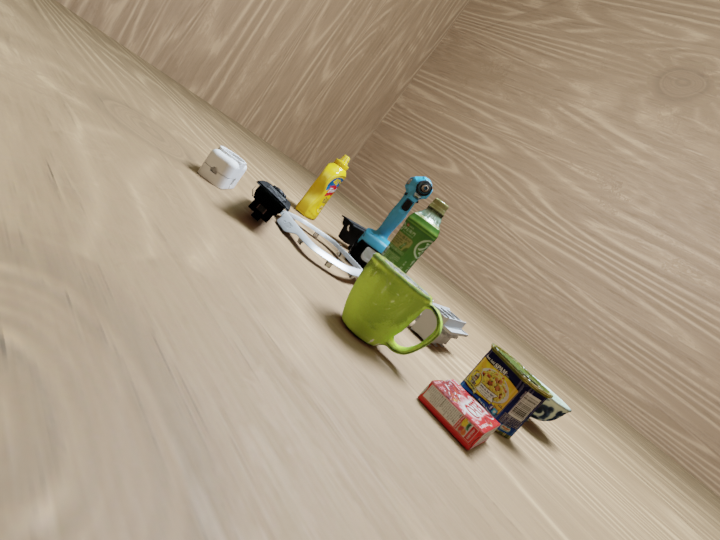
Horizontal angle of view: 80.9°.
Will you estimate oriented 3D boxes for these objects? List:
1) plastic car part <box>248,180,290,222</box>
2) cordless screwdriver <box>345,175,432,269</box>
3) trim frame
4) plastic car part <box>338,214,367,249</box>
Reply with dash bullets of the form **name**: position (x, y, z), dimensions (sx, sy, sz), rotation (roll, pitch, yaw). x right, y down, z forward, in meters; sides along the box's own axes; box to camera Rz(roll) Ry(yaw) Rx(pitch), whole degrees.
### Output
- **plastic car part**: position (-0.158, -0.117, 0.739), dimensions (0.065, 0.067, 0.207), rotation (35, 9, -13)
- **cordless screwdriver**: position (0.069, -0.102, 0.931), dimensions (0.074, 0.249, 0.160), rotation (37, 10, -6)
- **trim frame**: position (-0.081, -0.053, 0.829), dimensions (0.174, 0.027, 0.262), rotation (30, 11, -36)
- **plastic car part**: position (-0.011, -0.085, 1.106), dimensions (0.110, 0.071, 0.069), rotation (30, 12, -38)
